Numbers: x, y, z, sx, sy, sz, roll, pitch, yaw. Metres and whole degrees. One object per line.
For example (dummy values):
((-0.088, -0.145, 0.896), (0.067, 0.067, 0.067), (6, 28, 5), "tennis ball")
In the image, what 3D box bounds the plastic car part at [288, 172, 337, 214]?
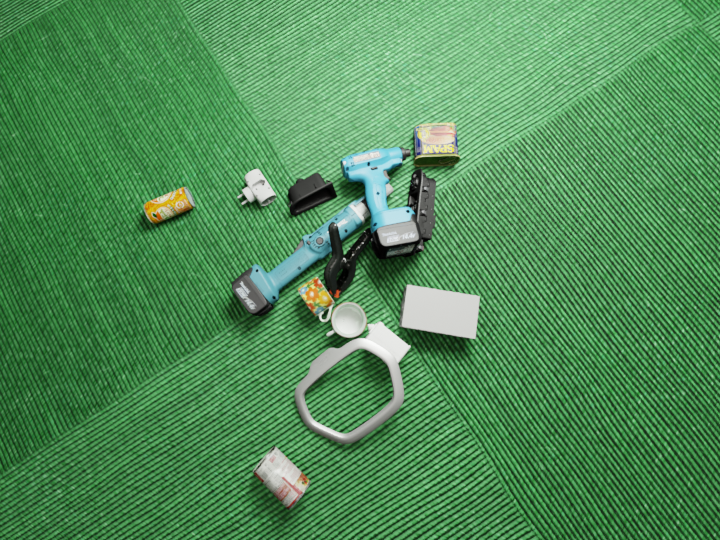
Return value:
((-0.122, -0.186, 0.981), (0.117, 0.063, 0.073), (-23, 66, 2), "plastic car part")

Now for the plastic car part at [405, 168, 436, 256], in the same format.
((0.136, -0.131, 0.945), (0.066, 0.066, 0.205), (4, 80, -8), "plastic car part")

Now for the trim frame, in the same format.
((-0.025, 0.250, 0.876), (0.250, 0.027, 0.186), (-42, 83, 15), "trim frame")

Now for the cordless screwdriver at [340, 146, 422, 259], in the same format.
((0.066, -0.156, 0.907), (0.158, 0.073, 0.257), (-16, 68, -7), "cordless screwdriver")

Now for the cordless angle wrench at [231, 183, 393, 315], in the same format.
((-0.093, -0.061, 0.948), (0.421, 0.073, 0.100), (-39, 80, -6), "cordless angle wrench")
